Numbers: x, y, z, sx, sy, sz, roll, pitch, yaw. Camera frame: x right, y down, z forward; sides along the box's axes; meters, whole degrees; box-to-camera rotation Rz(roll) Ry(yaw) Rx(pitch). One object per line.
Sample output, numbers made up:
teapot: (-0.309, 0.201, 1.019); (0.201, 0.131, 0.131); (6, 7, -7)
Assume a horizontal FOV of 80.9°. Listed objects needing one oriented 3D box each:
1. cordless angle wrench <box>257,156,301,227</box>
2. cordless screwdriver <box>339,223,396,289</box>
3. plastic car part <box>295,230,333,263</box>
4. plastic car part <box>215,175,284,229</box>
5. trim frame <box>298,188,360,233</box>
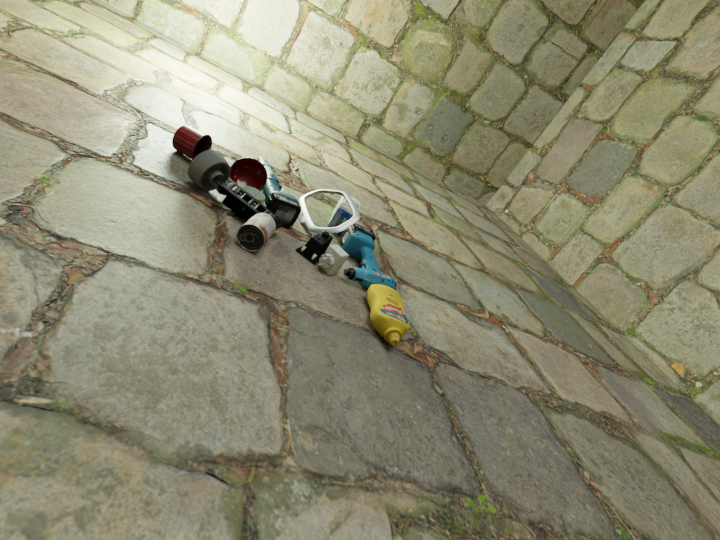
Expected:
cordless angle wrench: (-0.286, -0.279, 1.348); (0.093, 0.074, 0.444); (17, 25, -32)
cordless screwdriver: (-0.003, -0.041, 1.216); (0.152, 0.074, 0.260); (17, 31, -30)
plastic car part: (-0.112, -0.073, 1.149); (0.067, 0.071, 0.114); (37, 27, 7)
plastic car part: (-0.294, -0.161, 1.103); (0.200, 0.067, 0.067); (34, 16, -6)
trim frame: (-0.104, -0.187, 1.312); (0.182, 0.026, 0.261); (-13, 43, -10)
